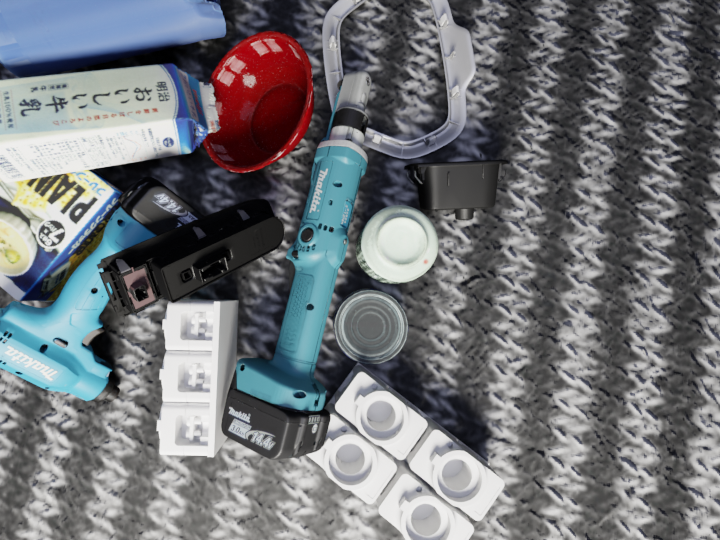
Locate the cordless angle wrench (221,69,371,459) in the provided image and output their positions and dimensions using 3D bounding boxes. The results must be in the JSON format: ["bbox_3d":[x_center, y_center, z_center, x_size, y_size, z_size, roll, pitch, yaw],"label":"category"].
[{"bbox_3d":[-0.045,-0.030,0.461,0.103,0.070,0.425,6,78,34],"label":"cordless angle wrench"}]

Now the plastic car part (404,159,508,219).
[{"bbox_3d":[0.116,-0.095,0.499,0.116,0.067,0.070,1,100,-3],"label":"plastic car part"}]

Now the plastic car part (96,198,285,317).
[{"bbox_3d":[-0.155,-0.020,0.441,0.071,0.198,0.064,11,124,39],"label":"plastic car part"}]

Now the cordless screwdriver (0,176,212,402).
[{"bbox_3d":[-0.265,0.026,0.470,0.248,0.078,0.151,-49,126,-10],"label":"cordless screwdriver"}]

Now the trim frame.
[{"bbox_3d":[0.047,-0.262,0.532,0.184,0.027,0.251,-7,82,-1],"label":"trim frame"}]
